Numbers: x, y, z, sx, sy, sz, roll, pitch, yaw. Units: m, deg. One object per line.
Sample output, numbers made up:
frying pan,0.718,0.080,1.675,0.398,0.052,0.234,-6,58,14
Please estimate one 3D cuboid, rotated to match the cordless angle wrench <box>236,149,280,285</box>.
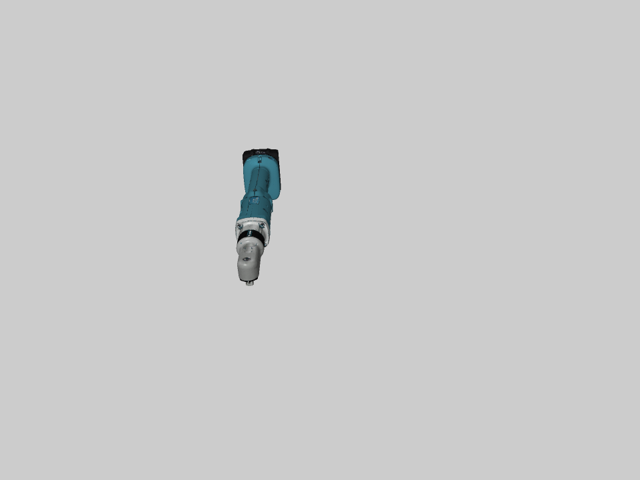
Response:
cordless angle wrench,-0.110,-0.058,0.737,0.074,0.098,0.421,-3,28,-3
